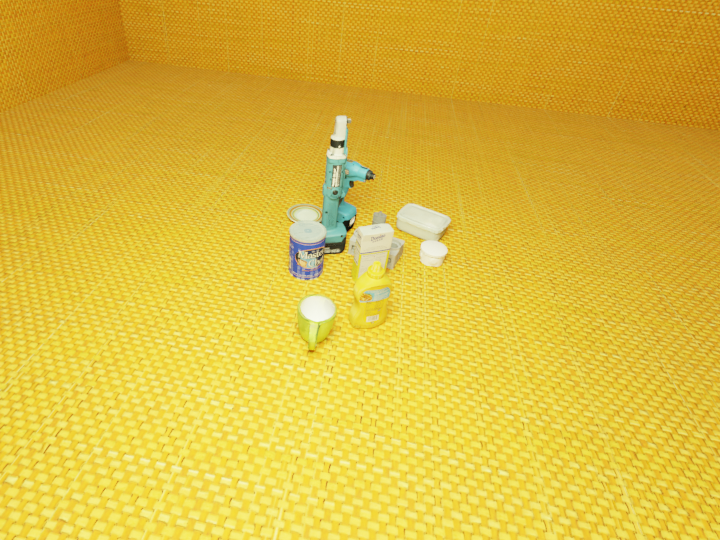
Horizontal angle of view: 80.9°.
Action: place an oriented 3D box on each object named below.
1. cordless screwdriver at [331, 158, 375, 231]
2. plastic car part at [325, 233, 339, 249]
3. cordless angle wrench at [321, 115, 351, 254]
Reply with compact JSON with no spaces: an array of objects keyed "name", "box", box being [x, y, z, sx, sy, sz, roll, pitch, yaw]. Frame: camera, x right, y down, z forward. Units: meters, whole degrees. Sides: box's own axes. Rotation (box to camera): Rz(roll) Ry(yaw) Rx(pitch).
[{"name":"cordless screwdriver","box":[-0.039,-0.234,1.349,0.166,0.242,0.073,25,40,22]},{"name":"plastic car part","box":[-0.126,-0.082,1.288,0.069,0.069,0.113,34,46,31]},{"name":"cordless angle wrench","box":[-0.076,-0.234,1.208,0.096,0.412,0.078,-2,39,-14]}]
